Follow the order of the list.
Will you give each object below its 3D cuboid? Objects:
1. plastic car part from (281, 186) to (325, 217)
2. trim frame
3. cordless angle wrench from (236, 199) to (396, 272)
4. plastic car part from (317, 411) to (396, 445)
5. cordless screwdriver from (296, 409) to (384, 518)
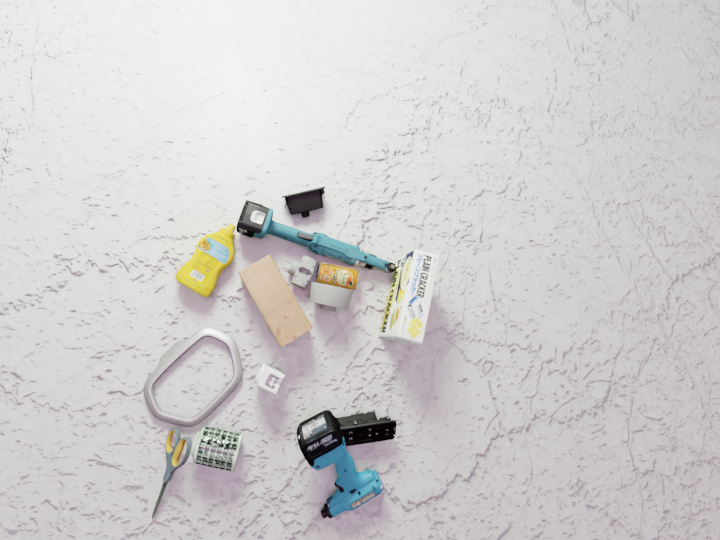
[{"bbox_3d":[-0.146,-0.178,1.125,0.115,0.067,0.070,-17,97,-8],"label":"plastic car part"},{"bbox_3d":[-0.399,0.255,1.017,0.185,0.027,0.247,44,79,2],"label":"trim frame"},{"bbox_3d":[-0.107,-0.070,1.094,0.417,0.099,0.075,19,78,-7],"label":"cordless angle wrench"},{"bbox_3d":[-0.020,0.378,1.015,0.200,0.064,0.070,-9,39,-11],"label":"plastic car part"},{"bbox_3d":[-0.067,0.450,0.957,0.159,0.077,0.241,-31,109,-2],"label":"cordless screwdriver"}]
